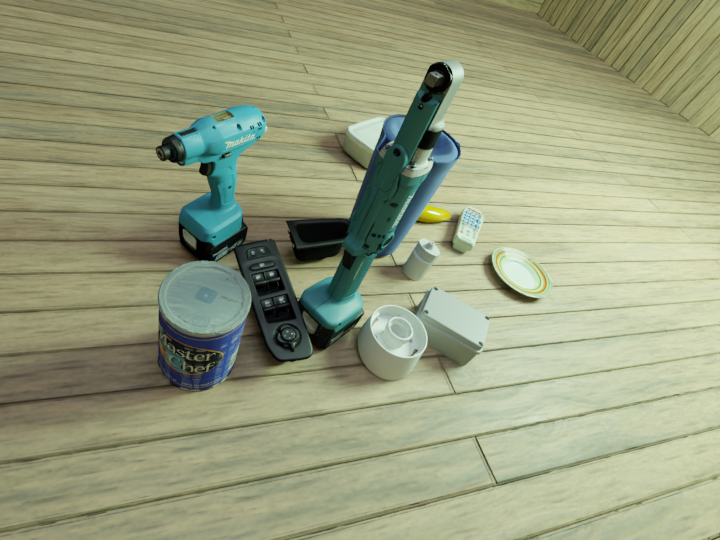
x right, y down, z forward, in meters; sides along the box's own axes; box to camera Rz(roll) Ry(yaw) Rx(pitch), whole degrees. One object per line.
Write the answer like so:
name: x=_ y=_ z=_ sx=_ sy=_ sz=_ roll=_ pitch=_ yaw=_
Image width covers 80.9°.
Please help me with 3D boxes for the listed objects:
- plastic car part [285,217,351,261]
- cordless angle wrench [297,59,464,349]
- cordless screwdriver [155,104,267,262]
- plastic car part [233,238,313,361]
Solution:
plastic car part: x=-0.072 y=-0.047 z=0.732 sx=0.112 sy=0.070 sz=0.069 roll=-5 pitch=51 yaw=-26
cordless angle wrench: x=0.012 y=-0.051 z=0.518 sx=0.077 sy=0.419 sz=0.095 roll=45 pitch=47 yaw=17
cordless screwdriver: x=-0.223 y=-0.111 z=0.611 sx=0.076 sy=0.246 sz=0.156 roll=39 pitch=45 yaw=11
plastic car part: x=-0.132 y=0.050 z=0.620 sx=0.064 sy=0.066 sz=0.213 roll=-8 pitch=52 yaw=-29
